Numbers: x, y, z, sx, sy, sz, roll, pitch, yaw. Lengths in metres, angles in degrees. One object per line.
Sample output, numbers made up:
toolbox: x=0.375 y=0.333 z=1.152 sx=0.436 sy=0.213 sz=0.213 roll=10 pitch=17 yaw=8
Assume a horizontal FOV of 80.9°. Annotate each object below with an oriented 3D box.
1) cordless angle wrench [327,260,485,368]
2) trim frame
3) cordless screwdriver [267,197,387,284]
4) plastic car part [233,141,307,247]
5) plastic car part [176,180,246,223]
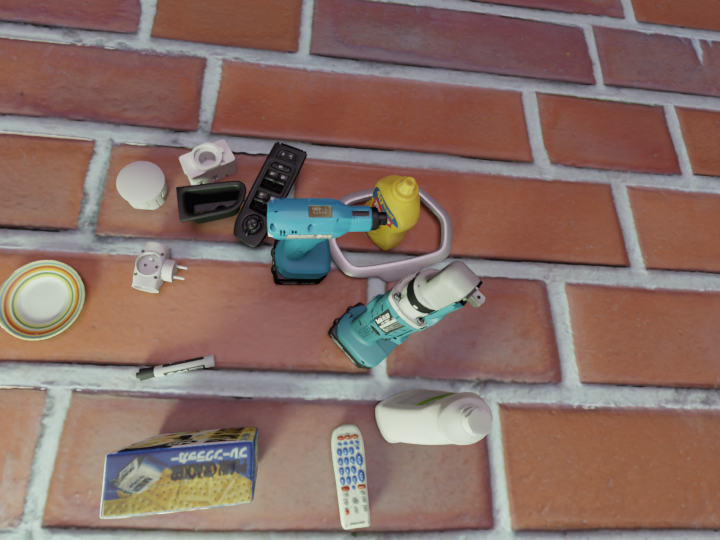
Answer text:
cordless angle wrench: x=0.038 y=0.060 z=0.535 sx=0.073 sy=0.421 sz=0.099 roll=-40 pitch=86 yaw=-19
trim frame: x=0.054 y=-0.072 z=0.792 sx=0.245 sy=0.027 sz=0.188 roll=-12 pitch=73 yaw=-11
cordless screwdriver: x=-0.064 y=-0.042 z=0.650 sx=0.157 sy=0.248 sz=0.076 roll=0 pitch=74 yaw=-11
plastic car part: x=-0.166 y=-0.132 z=0.765 sx=0.066 sy=0.067 sz=0.204 roll=23 pitch=70 yaw=-2
plastic car part: x=-0.257 y=-0.114 z=0.746 sx=0.115 sy=0.070 sz=0.067 roll=-10 pitch=75 yaw=-11
